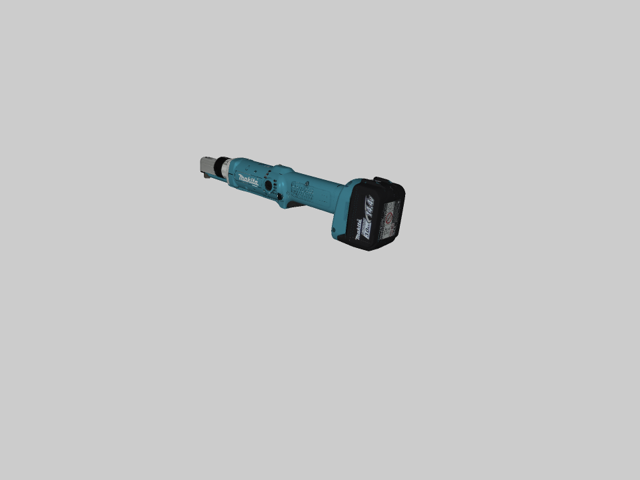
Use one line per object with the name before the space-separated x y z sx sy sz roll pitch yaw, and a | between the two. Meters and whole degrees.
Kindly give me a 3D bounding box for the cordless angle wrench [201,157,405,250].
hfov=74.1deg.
cordless angle wrench | -0.066 -0.090 0.704 0.423 0.098 0.074 21 24 35
